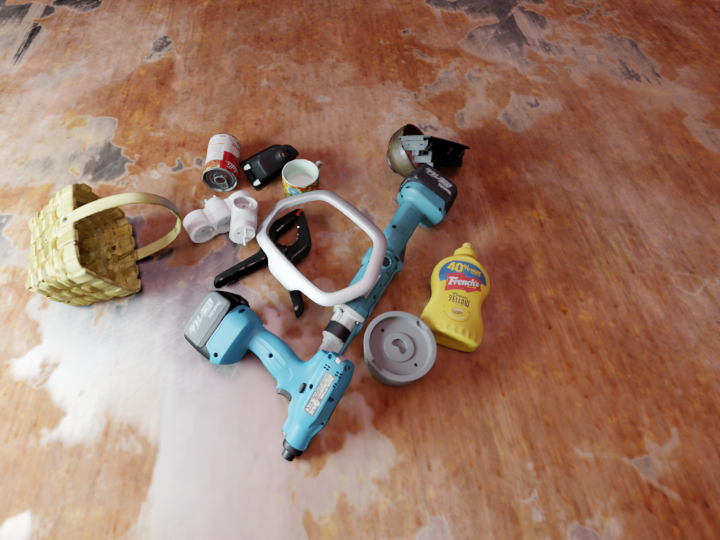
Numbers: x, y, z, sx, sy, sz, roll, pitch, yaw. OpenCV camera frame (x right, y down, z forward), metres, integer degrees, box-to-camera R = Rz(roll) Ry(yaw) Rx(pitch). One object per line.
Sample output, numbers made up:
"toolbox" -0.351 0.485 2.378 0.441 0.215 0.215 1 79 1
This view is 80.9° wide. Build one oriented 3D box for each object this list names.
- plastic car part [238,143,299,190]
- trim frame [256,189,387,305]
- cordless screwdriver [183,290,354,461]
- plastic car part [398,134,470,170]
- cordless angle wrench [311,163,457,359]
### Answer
"plastic car part" -0.173 -0.221 0.852 0.115 0.074 0.064 -39 107 -22
"trim frame" -0.070 -0.046 0.717 0.183 0.026 0.260 -41 62 -14
"cordless screwdriver" -0.149 0.145 0.623 0.257 0.072 0.159 29 86 17
"plastic car part" 0.156 -0.231 0.836 0.070 0.066 0.195 2 11 40
"cordless angle wrench" 0.035 -0.008 0.729 0.097 0.075 0.422 35 66 -5
